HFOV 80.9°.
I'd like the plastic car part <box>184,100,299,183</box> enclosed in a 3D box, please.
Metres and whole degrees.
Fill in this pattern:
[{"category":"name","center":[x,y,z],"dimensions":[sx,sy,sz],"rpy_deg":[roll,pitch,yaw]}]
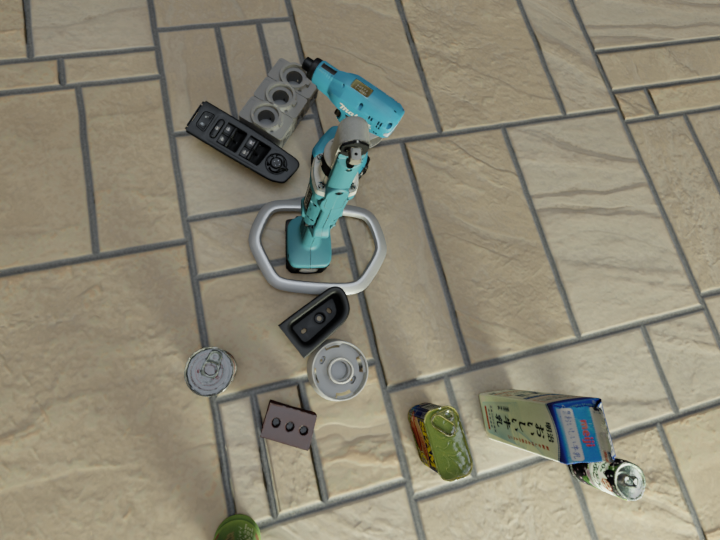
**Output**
[{"category":"plastic car part","center":[-0.208,-0.216,0.758],"dimensions":[0.203,0.067,0.066],"rpy_deg":[29,73,0]}]

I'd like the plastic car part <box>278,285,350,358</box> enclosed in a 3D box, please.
[{"category":"plastic car part","center":[-0.071,0.081,0.694],"dimensions":[0.115,0.071,0.067],"rpy_deg":[-39,86,-16]}]

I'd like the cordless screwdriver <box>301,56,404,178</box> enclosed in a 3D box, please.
[{"category":"cordless screwdriver","center":[-0.037,-0.230,0.691],"dimensions":[0.159,0.249,0.074],"rpy_deg":[36,73,-2]}]

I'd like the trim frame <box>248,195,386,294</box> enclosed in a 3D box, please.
[{"category":"trim frame","center":[-0.073,-0.048,0.752],"dimensions":[0.245,0.027,0.187],"rpy_deg":[2,75,-7]}]

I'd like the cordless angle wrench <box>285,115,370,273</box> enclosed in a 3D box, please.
[{"category":"cordless angle wrench","center":[-0.051,-0.081,0.558],"dimensions":[0.073,0.424,0.099],"rpy_deg":[0,78,-13]}]
